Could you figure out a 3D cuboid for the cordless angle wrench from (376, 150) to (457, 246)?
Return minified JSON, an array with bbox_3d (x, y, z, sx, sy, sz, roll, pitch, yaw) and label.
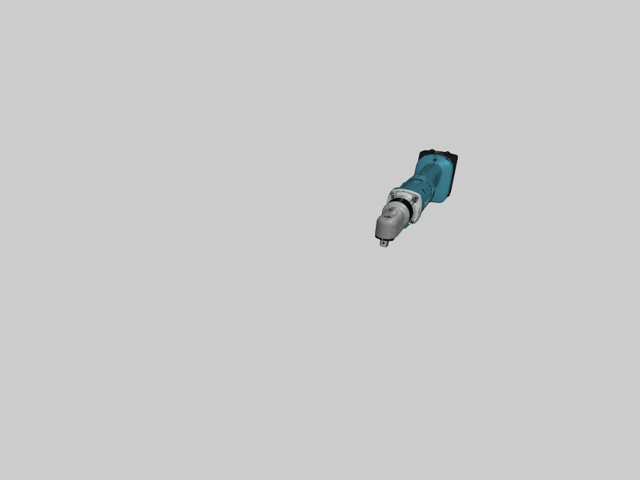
[{"bbox_3d":[0.164,-0.079,0.715,0.074,0.098,0.421,13,23,20],"label":"cordless angle wrench"}]
